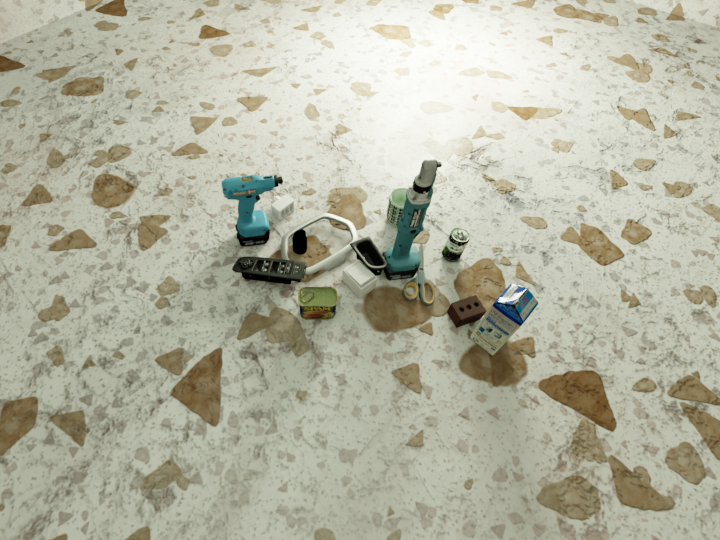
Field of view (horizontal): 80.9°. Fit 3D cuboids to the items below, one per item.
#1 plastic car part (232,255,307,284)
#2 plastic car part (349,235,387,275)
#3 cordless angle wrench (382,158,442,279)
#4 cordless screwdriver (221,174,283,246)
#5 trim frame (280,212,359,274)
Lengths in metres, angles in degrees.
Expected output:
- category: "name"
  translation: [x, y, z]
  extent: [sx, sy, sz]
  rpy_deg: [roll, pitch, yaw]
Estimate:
- category: "plastic car part"
  translation: [-0.253, 0.001, 1.178]
  extent: [0.205, 0.065, 0.067]
  rpy_deg: [9, 56, 5]
- category: "plastic car part"
  translation: [0.024, -0.029, 1.198]
  extent: [0.065, 0.069, 0.122]
  rpy_deg: [-22, 59, -17]
- category: "cordless angle wrench"
  translation: [0.126, -0.116, 1.052]
  extent: [0.097, 0.412, 0.077]
  rpy_deg: [-5, 58, -9]
- category: "cordless screwdriver"
  translation: [-0.291, -0.173, 1.191]
  extent: [0.157, 0.242, 0.077]
  rpy_deg: [-10, 58, -10]
- category: "trim frame"
  translation: [-0.123, -0.080, 1.258]
  extent: [0.244, 0.027, 0.193]
  rpy_deg: [-32, 62, -20]
